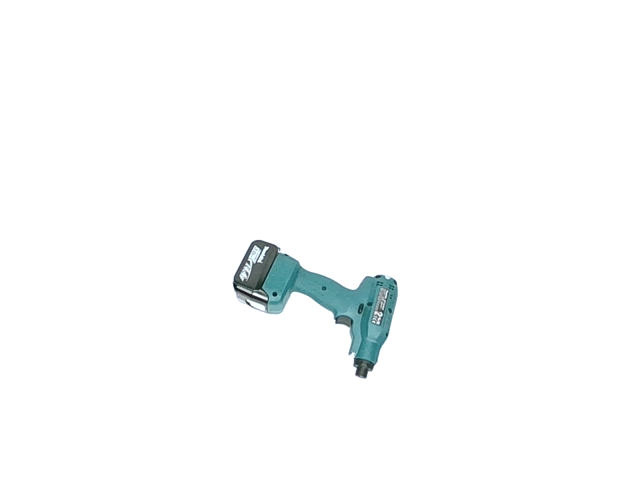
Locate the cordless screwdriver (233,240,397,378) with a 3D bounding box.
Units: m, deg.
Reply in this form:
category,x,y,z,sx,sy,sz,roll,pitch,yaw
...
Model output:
category,x,y,z,sx,sy,sz,roll,pitch,yaw
cordless screwdriver,-0.013,0.103,0.658,0.249,0.158,0.074,17,-26,3
